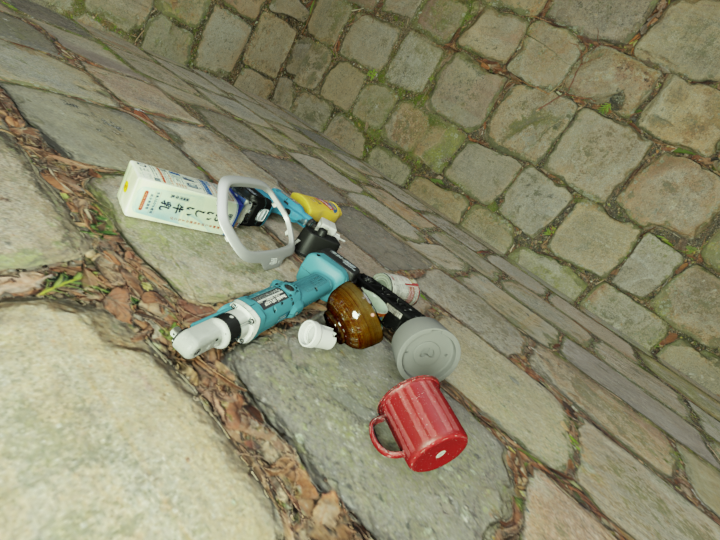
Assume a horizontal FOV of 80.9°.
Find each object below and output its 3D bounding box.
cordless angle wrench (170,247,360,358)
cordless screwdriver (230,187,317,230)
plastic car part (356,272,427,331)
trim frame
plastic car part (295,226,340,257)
[{"bbox_3d":[-0.122,0.045,0.652,0.101,0.074,0.412,35,22,12],"label":"cordless angle wrench"},{"bbox_3d":[-0.205,-0.141,0.989,0.164,0.074,0.241,36,16,14],"label":"cordless screwdriver"},{"bbox_3d":[0.049,0.068,0.838,0.063,0.066,0.215,2,29,-43],"label":"plastic car part"},{"bbox_3d":[-0.193,-0.092,0.800,0.185,0.028,0.242,68,18,1],"label":"trim frame"},{"bbox_3d":[-0.093,-0.061,0.952,0.111,0.071,0.069,23,20,-31],"label":"plastic car part"}]
